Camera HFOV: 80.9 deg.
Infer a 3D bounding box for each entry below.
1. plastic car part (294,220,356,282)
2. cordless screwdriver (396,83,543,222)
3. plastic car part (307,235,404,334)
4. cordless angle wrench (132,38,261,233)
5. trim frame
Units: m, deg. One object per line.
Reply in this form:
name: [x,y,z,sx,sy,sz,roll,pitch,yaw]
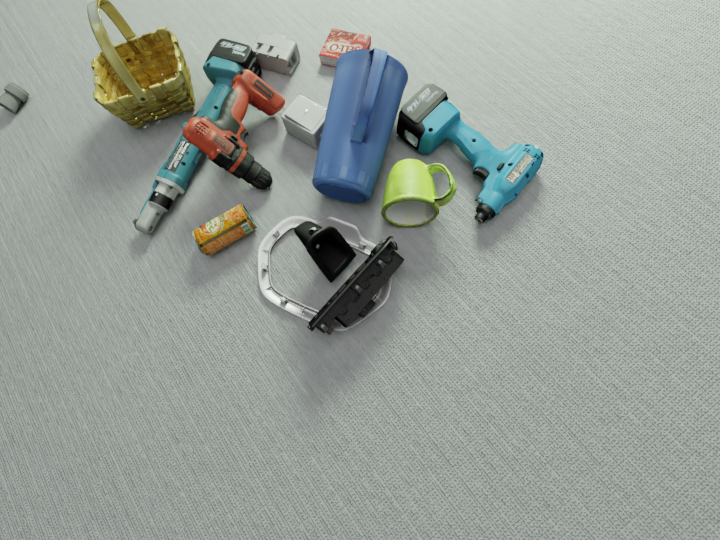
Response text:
plastic car part: [-0.067,-0.044,0.690,0.066,0.110,0.075,-48,51,-9]
cordless screwdriver: [0.171,-0.205,0.744,0.256,0.072,0.159,38,81,14]
plastic car part: [0.001,0.028,0.675,0.068,0.065,0.202,37,81,5]
cordless angle wrench: [-0.330,-0.263,0.842,0.101,0.072,0.424,21,79,13]
trim frame: [-0.068,-0.004,0.737,0.256,0.026,0.185,22,76,16]
